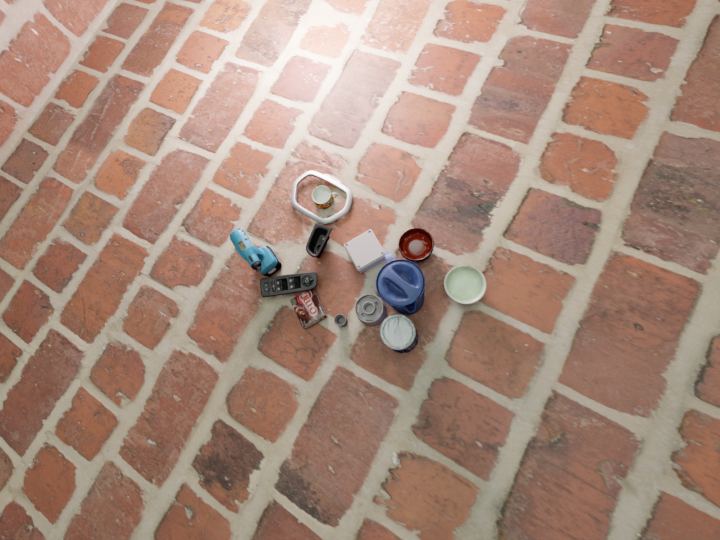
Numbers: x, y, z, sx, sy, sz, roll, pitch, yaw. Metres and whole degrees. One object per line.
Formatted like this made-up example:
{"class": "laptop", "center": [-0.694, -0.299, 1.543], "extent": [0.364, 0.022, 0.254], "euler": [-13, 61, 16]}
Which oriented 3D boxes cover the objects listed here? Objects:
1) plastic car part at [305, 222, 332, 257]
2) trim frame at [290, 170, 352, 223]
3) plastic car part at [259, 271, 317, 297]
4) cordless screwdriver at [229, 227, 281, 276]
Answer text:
{"class": "plastic car part", "center": [-0.144, -0.094, 1.474], "extent": [0.068, 0.068, 0.117], "euler": [19, 79, 18]}
{"class": "trim frame", "center": [-0.146, -0.273, 1.554], "extent": [0.259, 0.026, 0.184], "euler": [29, 82, 22]}
{"class": "plastic car part", "center": [-0.240, 0.051, 1.456], "extent": [0.207, 0.064, 0.068], "euler": [-10, 72, 12]}
{"class": "cordless screwdriver", "center": [-0.338, -0.037, 1.417], "extent": [0.074, 0.239, 0.165], "euler": [-37, 70, 0]}
